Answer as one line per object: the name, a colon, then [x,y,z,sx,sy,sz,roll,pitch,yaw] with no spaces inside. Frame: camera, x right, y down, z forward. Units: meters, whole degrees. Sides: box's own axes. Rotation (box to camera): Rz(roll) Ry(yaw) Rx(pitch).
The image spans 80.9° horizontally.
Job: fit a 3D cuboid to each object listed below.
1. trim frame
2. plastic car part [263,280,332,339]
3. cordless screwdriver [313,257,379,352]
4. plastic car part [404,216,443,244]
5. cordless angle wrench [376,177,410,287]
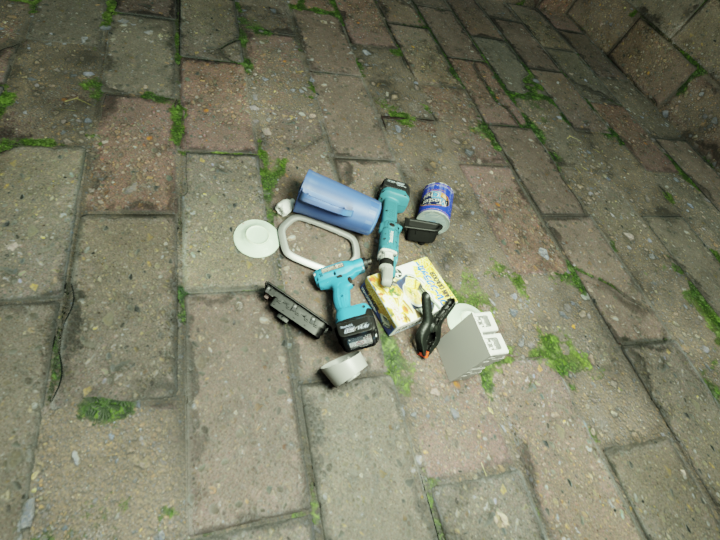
trim frame: [-0.119,-0.078,1.212,0.248,0.027,0.187,19,53,-1]
plastic car part: [-0.162,0.105,1.046,0.205,0.065,0.067,30,62,5]
cordless screwdriver: [-0.015,0.070,1.055,0.159,0.071,0.261,-20,47,-3]
plastic car part: [0.187,-0.114,1.299,0.117,0.069,0.067,12,33,3]
cordless angle wrench: [0.085,-0.115,1.229,0.097,0.073,0.432,14,45,-5]
